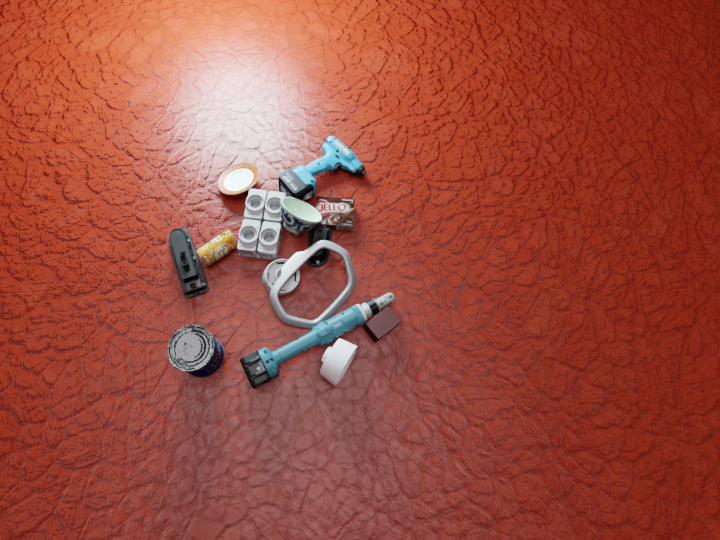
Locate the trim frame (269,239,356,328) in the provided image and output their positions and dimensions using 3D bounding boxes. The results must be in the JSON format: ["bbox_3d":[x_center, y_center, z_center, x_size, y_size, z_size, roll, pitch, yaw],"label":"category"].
[{"bbox_3d":[-0.121,0.036,1.101,0.181,0.028,0.247,44,80,-9],"label":"trim frame"}]

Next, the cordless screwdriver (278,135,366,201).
[{"bbox_3d":[-0.111,-0.280,1.242,0.163,0.073,0.246,43,68,13],"label":"cordless screwdriver"}]

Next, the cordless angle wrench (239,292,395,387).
[{"bbox_3d":[-0.091,0.157,1.055,0.416,0.097,0.076,-27,78,-16],"label":"cordless angle wrench"}]

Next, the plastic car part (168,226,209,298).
[{"bbox_3d":[-0.472,-0.031,1.131,0.066,0.065,0.210,-23,68,-6],"label":"plastic car part"}]

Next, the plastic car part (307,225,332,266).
[{"bbox_3d":[-0.113,-0.074,1.157,0.066,0.069,0.119,6,65,-2],"label":"plastic car part"}]
